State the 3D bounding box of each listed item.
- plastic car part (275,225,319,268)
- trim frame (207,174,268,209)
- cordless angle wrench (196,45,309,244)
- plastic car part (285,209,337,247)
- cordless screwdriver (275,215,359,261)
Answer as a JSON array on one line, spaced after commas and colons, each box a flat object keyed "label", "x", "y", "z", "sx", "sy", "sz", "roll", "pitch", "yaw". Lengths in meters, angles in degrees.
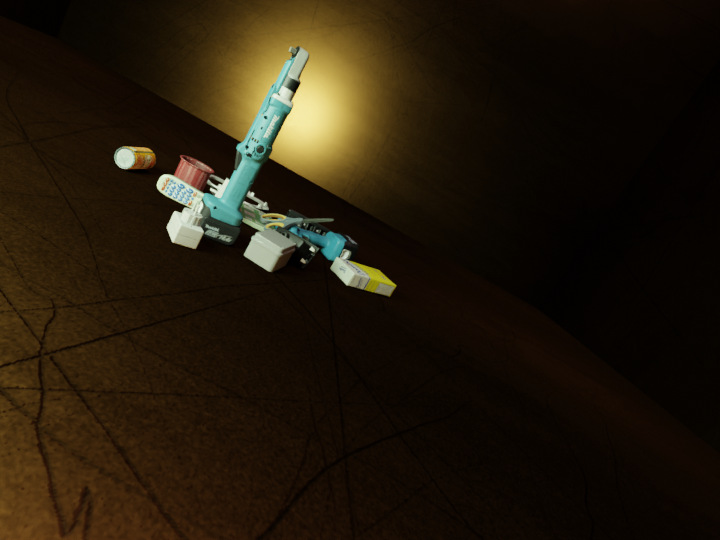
[{"label": "plastic car part", "x": -0.170, "y": -0.068, "z": 1.030, "sx": 0.122, "sy": 0.066, "sz": 0.068, "roll": 34, "pitch": -11, "yaw": 25}, {"label": "trim frame", "x": -0.412, "y": -0.263, "z": 1.393, "sx": 0.246, "sy": 0.027, "sz": 0.187, "roll": 26, "pitch": 12, "yaw": -7}, {"label": "cordless angle wrench", "x": -0.215, "y": -0.255, "z": 0.873, "sx": 0.093, "sy": 0.422, "sz": 0.078, "roll": 23, "pitch": 14, "yaw": -33}, {"label": "plastic car part", "x": -0.153, "y": -0.117, "z": 1.339, "sx": 0.198, "sy": 0.066, "sz": 0.068, "roll": 26, "pitch": -13, "yaw": -13}, {"label": "cordless screwdriver", "x": -0.119, "y": -0.078, "z": 1.222, "sx": 0.237, "sy": 0.074, "sz": 0.167, "roll": 18, "pitch": 17, "yaw": -30}]
